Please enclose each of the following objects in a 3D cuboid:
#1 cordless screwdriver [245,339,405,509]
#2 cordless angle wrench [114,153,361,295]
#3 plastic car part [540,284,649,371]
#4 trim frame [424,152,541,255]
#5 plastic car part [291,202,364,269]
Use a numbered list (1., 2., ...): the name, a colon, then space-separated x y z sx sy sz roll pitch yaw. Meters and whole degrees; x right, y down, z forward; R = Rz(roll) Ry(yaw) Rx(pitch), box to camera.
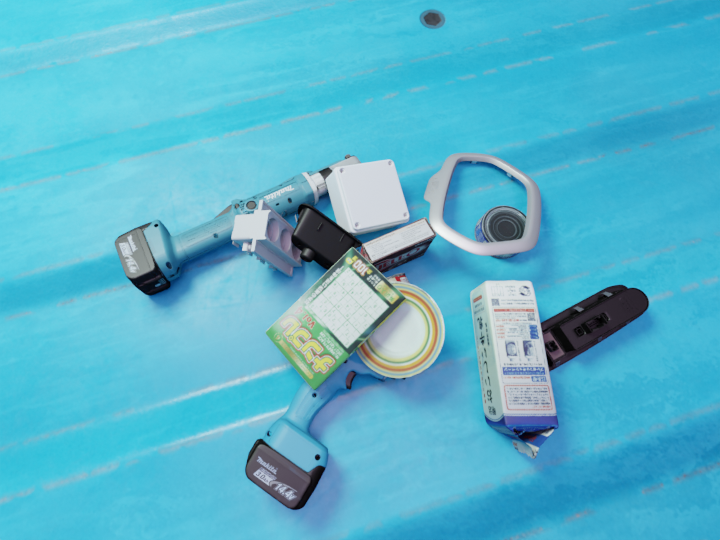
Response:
1. cordless screwdriver: -0.044 0.201 0.598 0.162 0.073 0.249 25 68 7
2. cordless angle wrench: -0.180 -0.095 0.704 0.418 0.072 0.102 -27 68 -12
3. plastic car part: 0.356 0.076 0.648 0.200 0.065 0.069 -25 68 -12
4. trim frame: 0.201 -0.116 0.695 0.187 0.027 0.251 16 54 8
5. plastic car part: -0.064 -0.042 0.657 0.112 0.068 0.071 34 65 -21
